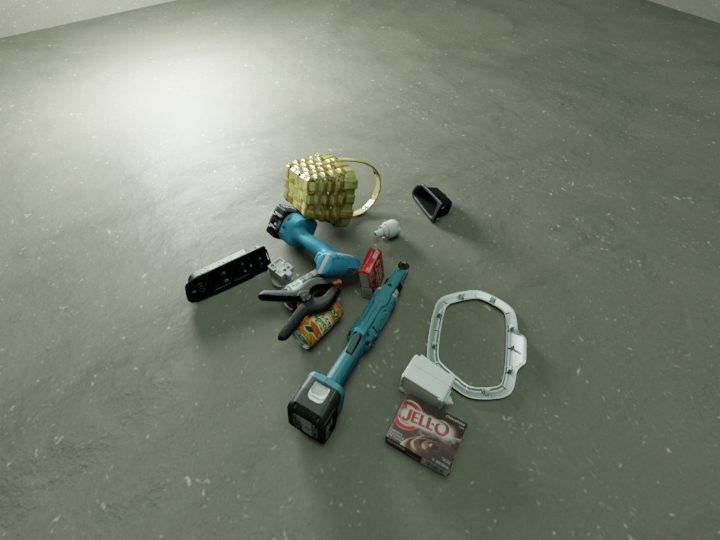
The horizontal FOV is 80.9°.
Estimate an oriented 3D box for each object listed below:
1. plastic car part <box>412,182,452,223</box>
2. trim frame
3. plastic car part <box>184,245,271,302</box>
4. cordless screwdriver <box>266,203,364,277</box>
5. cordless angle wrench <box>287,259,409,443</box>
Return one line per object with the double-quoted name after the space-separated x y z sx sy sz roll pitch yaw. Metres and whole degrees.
0.195 -0.185 1.104 0.069 0.065 0.122 -5 45 -24 "plastic car part"
0.232 0.137 0.847 0.188 0.027 0.251 12 50 11 "trim frame"
-0.308 0.000 0.961 0.199 0.064 0.071 -31 47 -22 "plastic car part"
-0.096 -0.063 0.983 0.263 0.074 0.151 38 20 35 "cordless screwdriver"
0.004 0.126 0.834 0.077 0.095 0.421 22 50 17 "cordless angle wrench"
